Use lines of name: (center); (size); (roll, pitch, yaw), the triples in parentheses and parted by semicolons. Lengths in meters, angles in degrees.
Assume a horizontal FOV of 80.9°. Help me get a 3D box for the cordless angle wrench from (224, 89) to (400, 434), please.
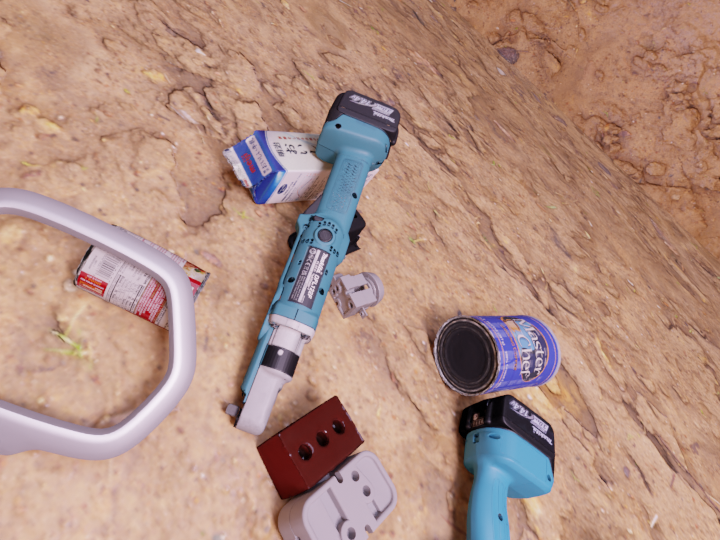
cordless angle wrench: (-0.048, -0.031, 0.489); (0.097, 0.074, 0.428); (20, 63, -5)

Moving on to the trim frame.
trim frame: (-0.247, 0.040, 0.327); (0.242, 0.028, 0.185); (27, 67, -14)

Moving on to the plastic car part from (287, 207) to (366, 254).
plastic car part: (-0.036, -0.056, 0.585); (0.067, 0.072, 0.113); (53, 40, 10)

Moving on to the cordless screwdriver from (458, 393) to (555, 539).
cordless screwdriver: (0.162, 0.275, 0.455); (0.158, 0.075, 0.248); (39, 46, -4)
